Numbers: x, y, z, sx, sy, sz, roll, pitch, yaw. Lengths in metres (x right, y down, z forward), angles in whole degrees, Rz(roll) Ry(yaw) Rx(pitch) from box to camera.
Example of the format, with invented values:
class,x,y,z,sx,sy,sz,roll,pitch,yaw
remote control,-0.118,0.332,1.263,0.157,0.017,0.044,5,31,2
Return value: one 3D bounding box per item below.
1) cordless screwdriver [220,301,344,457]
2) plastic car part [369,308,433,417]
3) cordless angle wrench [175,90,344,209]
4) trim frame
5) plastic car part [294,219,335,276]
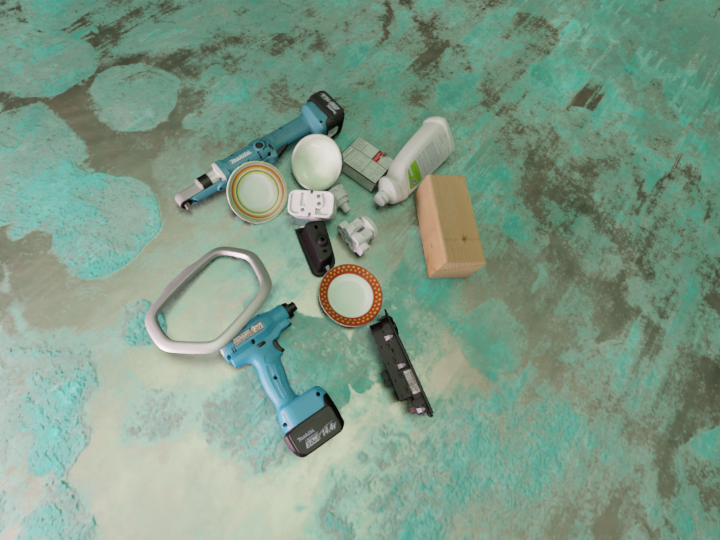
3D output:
class,x,y,z,sx,sy,sz,roll,pitch,yaw
cordless screwdriver,-0.120,0.181,0.743,0.157,0.073,0.257,-34,71,-22
plastic car part,0.068,0.173,0.786,0.068,0.064,0.209,-22,70,8
cordless angle wrench,-0.220,-0.260,0.934,0.417,0.073,0.100,-38,77,-20
trim frame,-0.275,0.048,0.778,0.190,0.027,0.248,24,56,17
plastic car part,-0.084,-0.055,0.858,0.065,0.070,0.120,-15,67,-16
